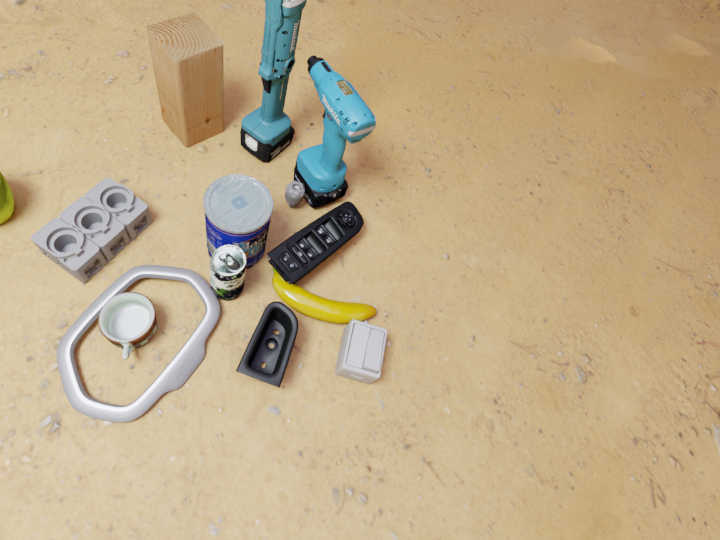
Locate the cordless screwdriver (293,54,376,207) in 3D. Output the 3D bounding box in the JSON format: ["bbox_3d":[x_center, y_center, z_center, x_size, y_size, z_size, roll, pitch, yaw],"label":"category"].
[{"bbox_3d":[-0.064,-0.231,0.735,0.072,0.247,0.164,-24,73,-26],"label":"cordless screwdriver"}]

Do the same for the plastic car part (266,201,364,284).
[{"bbox_3d":[-0.072,-0.047,0.741,0.068,0.067,0.200,45,62,9],"label":"plastic car part"}]

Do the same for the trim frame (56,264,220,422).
[{"bbox_3d":[-0.325,0.098,0.630,0.186,0.027,0.248,31,61,4],"label":"trim frame"}]

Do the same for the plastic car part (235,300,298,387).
[{"bbox_3d":[-0.135,0.114,0.640,0.066,0.070,0.118,21,61,-5],"label":"plastic car part"}]

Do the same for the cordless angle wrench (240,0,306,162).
[{"bbox_3d":[-0.134,-0.343,0.679,0.075,0.421,0.097,39,60,2],"label":"cordless angle wrench"}]
